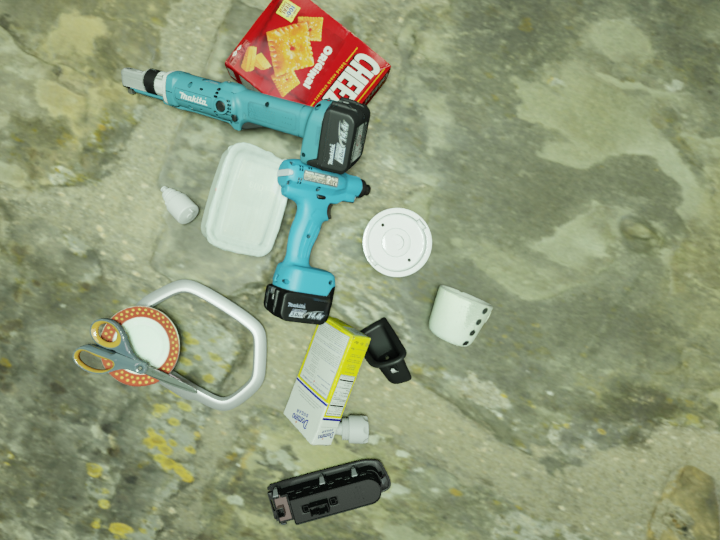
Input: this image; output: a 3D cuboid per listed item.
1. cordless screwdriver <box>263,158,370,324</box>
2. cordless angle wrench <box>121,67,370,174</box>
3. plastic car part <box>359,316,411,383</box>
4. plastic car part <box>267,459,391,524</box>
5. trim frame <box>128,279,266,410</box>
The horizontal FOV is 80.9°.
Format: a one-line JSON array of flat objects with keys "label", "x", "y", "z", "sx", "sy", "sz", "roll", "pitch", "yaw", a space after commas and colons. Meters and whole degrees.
[{"label": "cordless screwdriver", "x": -0.066, "y": -0.043, "z": 0.675, "sx": 0.152, "sy": 0.078, "sz": 0.248, "roll": 6, "pitch": 93, "yaw": -31}, {"label": "cordless angle wrench", "x": -0.199, "y": -0.255, "z": 0.650, "sx": 0.435, "sy": 0.074, "sz": 0.096, "roll": 20, "pitch": 125, "yaw": 15}, {"label": "plastic car part", "x": 0.043, "y": 0.138, "z": 0.668, "sx": 0.066, "sy": 0.121, "sz": 0.068, "roll": -32, "pitch": 117, "yaw": -3}, {"label": "plastic car part", "x": -0.050, "y": 0.363, "z": 0.686, "sx": 0.202, "sy": 0.067, "sz": 0.067, "roll": -16, "pitch": 85, "yaw": -3}, {"label": "trim frame", "x": -0.271, "y": 0.125, "z": 0.706, "sx": 0.248, "sy": 0.027, "sz": 0.184, "roll": 31, "pitch": 89, "yaw": -1}]
